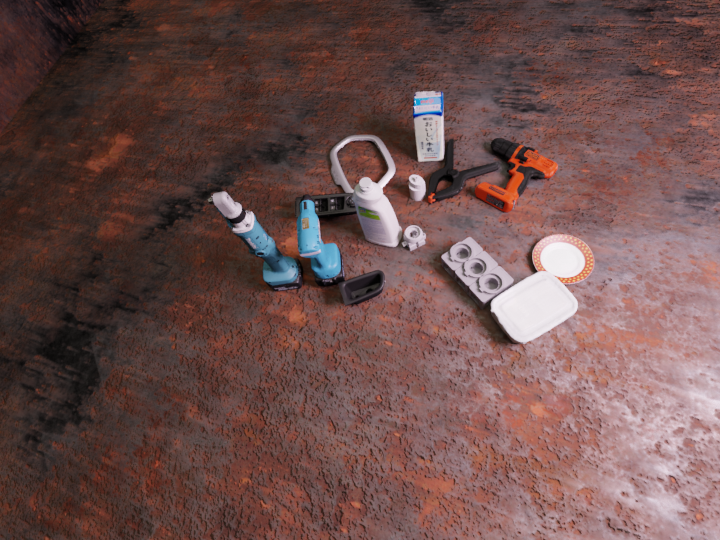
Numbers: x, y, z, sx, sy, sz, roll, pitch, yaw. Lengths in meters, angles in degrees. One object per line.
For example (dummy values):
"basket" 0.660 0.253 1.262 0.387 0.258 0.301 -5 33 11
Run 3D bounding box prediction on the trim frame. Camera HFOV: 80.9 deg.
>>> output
"trim frame" -0.001 -0.322 1.282 0.185 0.026 0.259 -24 60 3

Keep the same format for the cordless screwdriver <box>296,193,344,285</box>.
"cordless screwdriver" -0.104 -0.068 1.062 0.075 0.238 0.164 -10 63 7

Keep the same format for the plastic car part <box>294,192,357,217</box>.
"plastic car part" -0.084 -0.179 1.212 0.207 0.064 0.068 -6 63 13

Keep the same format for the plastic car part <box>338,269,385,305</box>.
"plastic car part" 0.012 0.050 1.068 0.117 0.068 0.068 -20 62 4

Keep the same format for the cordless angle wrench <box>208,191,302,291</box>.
"cordless angle wrench" -0.238 -0.062 1.001 0.099 0.405 0.076 -8 64 8
